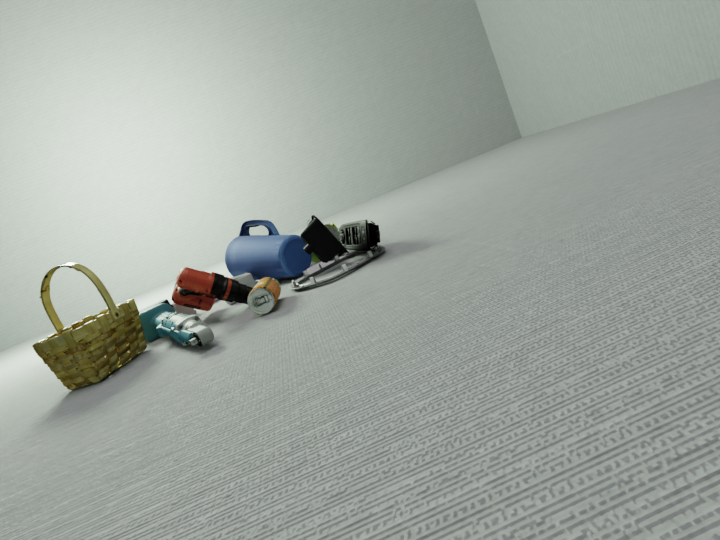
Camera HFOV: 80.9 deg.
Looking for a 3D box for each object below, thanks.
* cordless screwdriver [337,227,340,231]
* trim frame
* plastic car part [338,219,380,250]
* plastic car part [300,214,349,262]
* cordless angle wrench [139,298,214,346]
[{"bbox_3d":[-0.131,-0.073,1.263,0.244,0.073,0.164,-21,10,-18],"label":"cordless screwdriver"},{"bbox_3d":[-0.053,-0.013,0.957,0.242,0.027,0.191,-31,14,-32],"label":"trim frame"},{"bbox_3d":[-0.001,-0.084,0.985,0.065,0.066,0.210,-15,7,-23],"label":"plastic car part"},{"bbox_3d":[-0.095,-0.062,0.969,0.071,0.114,0.068,-48,14,-12],"label":"plastic car part"},{"bbox_3d":[-0.390,0.117,0.891,0.095,0.073,0.441,-29,15,-34],"label":"cordless angle wrench"}]
